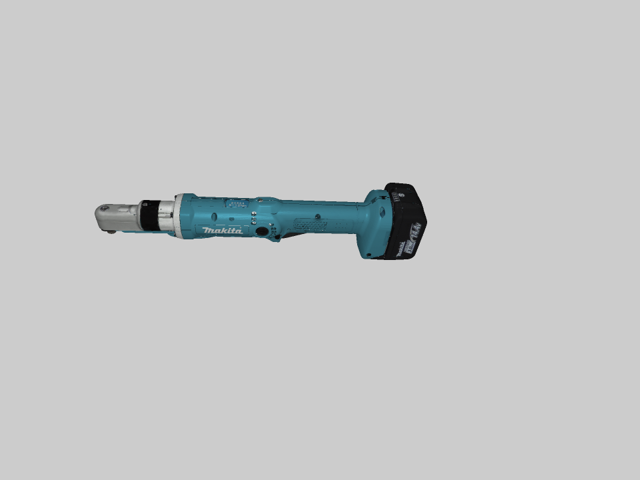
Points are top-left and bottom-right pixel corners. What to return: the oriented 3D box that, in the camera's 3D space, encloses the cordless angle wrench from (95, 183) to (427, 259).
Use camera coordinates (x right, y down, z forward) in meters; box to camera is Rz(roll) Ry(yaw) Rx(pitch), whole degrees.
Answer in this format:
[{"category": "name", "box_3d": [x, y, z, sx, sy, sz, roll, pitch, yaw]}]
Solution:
[{"category": "cordless angle wrench", "box_3d": [-0.076, -0.028, 0.568, 0.423, 0.098, 0.074, 1, 45, -8]}]
